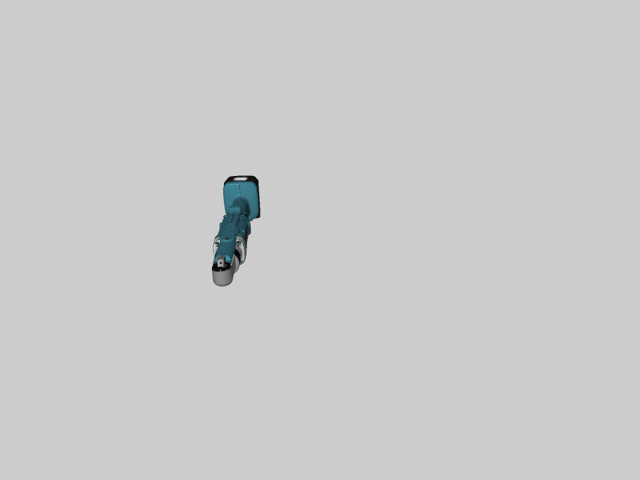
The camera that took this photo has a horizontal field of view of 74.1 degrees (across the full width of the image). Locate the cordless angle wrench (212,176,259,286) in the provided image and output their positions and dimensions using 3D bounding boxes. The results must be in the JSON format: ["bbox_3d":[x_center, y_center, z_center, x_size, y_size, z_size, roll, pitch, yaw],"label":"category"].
[{"bbox_3d":[-0.155,-0.023,0.771,0.074,0.098,0.422,-2,22,-5],"label":"cordless angle wrench"}]
